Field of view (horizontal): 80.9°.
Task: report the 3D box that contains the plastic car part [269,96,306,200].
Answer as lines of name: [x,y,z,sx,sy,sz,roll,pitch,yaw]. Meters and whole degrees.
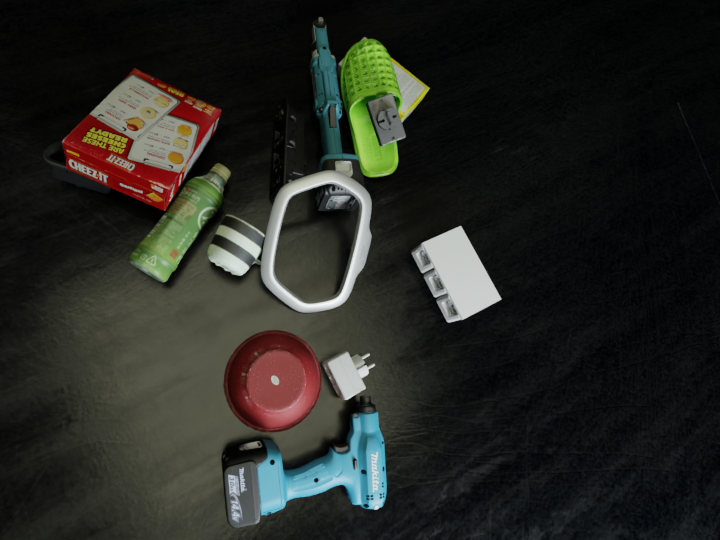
plastic car part: [-0.133,-0.233,0.795,0.065,0.067,0.207,2,73,-24]

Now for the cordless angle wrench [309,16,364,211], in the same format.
cordless angle wrench: [-0.063,-0.321,0.828,0.073,0.098,0.433,-2,70,-15]

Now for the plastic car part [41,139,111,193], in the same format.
plastic car part: [-0.456,-0.165,0.702,0.112,0.071,0.068,13,54,-22]

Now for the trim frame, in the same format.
trim frame: [-0.070,-0.046,0.715,0.180,0.028,0.247,10,98,-14]

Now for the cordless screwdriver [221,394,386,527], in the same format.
cordless screwdriver: [-0.081,0.280,0.636,0.243,0.075,0.161,-1,81,-16]
